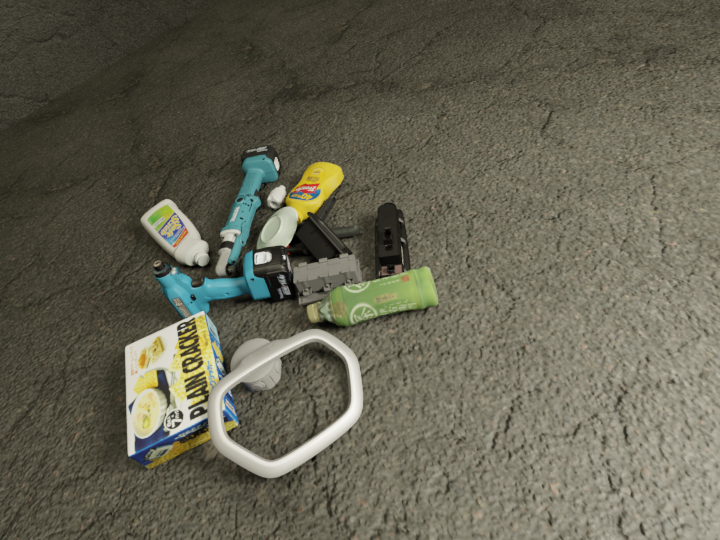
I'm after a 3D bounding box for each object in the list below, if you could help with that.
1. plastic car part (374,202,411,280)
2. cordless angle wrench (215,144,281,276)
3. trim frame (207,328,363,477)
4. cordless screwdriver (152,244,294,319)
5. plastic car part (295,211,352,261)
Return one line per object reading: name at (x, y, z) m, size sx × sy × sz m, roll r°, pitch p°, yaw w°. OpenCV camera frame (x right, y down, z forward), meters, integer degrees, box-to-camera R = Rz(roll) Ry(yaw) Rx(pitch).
plastic car part at (0.055, -0.062, 0.830) m, size 0.068 × 0.064 × 0.208 m, roll -14°, pitch 44°, yaw 16°
cordless angle wrench at (-0.274, -0.149, 1.004) m, size 0.100 × 0.071 × 0.434 m, roll -8°, pitch 46°, yaw 12°
trim frame at (-0.110, 0.190, 0.644) m, size 0.244 × 0.027 × 0.192 m, roll -30°, pitch 63°, yaw -21°
cordless screwdriver at (-0.258, 0.013, 0.809) m, size 0.250 × 0.152 × 0.077 m, roll -14°, pitch 45°, yaw 4°
plastic car part at (-0.083, -0.055, 0.854) m, size 0.119 × 0.064 × 0.071 m, roll 45°, pitch 102°, yaw 13°
